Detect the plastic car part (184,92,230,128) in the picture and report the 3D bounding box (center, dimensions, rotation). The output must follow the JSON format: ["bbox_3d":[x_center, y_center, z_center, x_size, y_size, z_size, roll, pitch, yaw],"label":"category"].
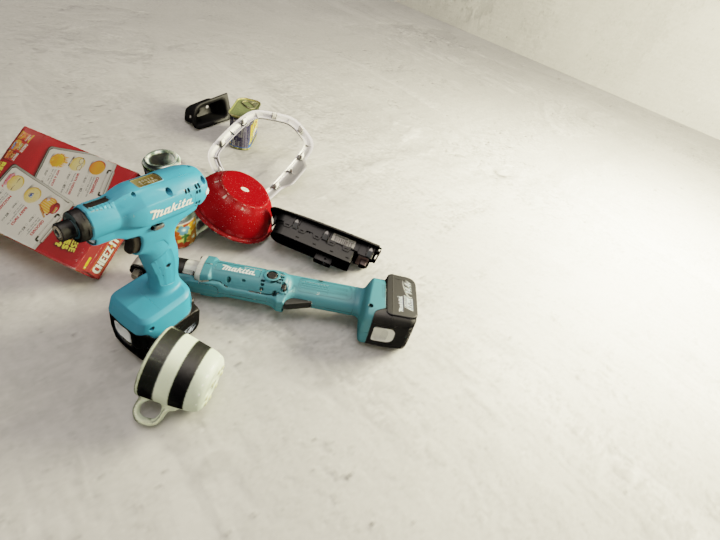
[{"bbox_3d":[-0.385,-0.393,1.040,0.075,0.064,0.114,23,44,31],"label":"plastic car part"}]

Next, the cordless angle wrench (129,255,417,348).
[{"bbox_3d":[-0.133,0.027,0.634,0.423,0.073,0.100,10,42,0],"label":"cordless angle wrench"}]

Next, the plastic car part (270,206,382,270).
[{"bbox_3d":[-0.072,-0.047,0.732,0.205,0.065,0.067,26,72,5],"label":"plastic car part"}]

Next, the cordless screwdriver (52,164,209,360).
[{"bbox_3d":[-0.257,0.005,0.489,0.077,0.245,0.156,32,39,15],"label":"cordless screwdriver"}]

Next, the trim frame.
[{"bbox_3d":[-0.202,-0.246,0.883,0.184,0.027,0.248,34,60,0],"label":"trim frame"}]
